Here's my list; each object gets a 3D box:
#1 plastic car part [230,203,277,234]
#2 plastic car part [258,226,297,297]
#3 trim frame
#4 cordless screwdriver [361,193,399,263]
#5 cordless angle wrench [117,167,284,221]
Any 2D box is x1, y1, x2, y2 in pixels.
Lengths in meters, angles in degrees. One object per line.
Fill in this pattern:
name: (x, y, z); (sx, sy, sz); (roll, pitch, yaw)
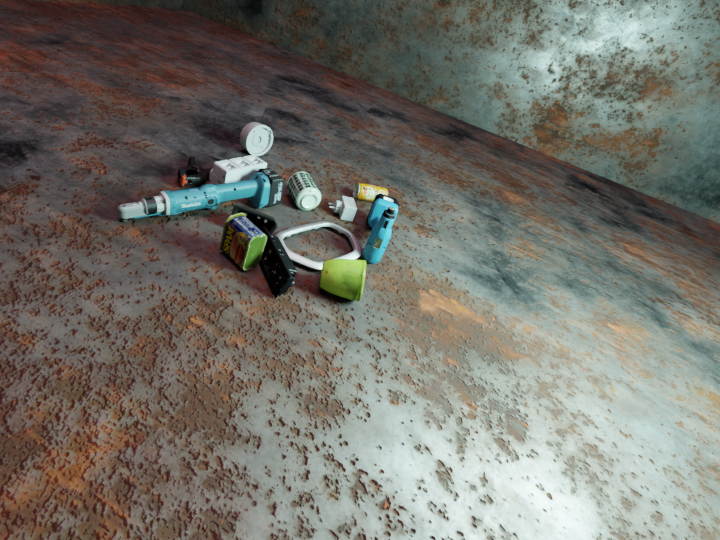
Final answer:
plastic car part: (-0.269, -0.128, 1.074); (0.114, 0.065, 0.073); (16, 20, -11)
plastic car part: (-0.191, -0.028, 0.960); (0.064, 0.066, 0.214); (4, 35, -40)
trim frame: (-0.107, -0.070, 1.092); (0.240, 0.027, 0.193); (-22, 52, -42)
cordless screwdriver: (0.063, -0.143, 1.158); (0.074, 0.157, 0.252); (20, 32, -4)
cordless angle wrench: (-0.388, -0.185, 1.066); (0.408, 0.096, 0.078); (-19, 47, -38)
